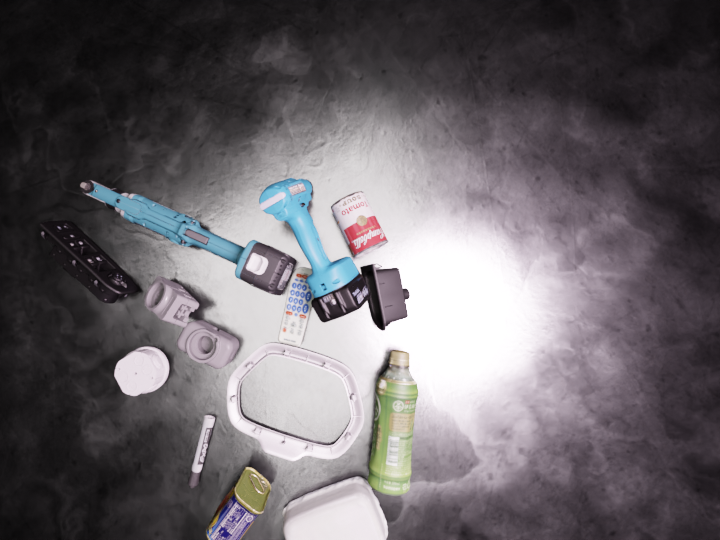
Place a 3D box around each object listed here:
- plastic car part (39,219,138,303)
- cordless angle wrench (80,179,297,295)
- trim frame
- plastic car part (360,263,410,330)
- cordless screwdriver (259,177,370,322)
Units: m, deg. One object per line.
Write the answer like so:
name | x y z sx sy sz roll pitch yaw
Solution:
plastic car part | -0.502 -0.009 0.773 0.205 0.065 0.067 36 96 6
cordless angle wrench | -0.323 -0.074 0.764 0.431 0.096 0.074 24 86 9
trim frame | -0.115 0.233 0.744 0.250 0.027 0.184 17 85 3
plastic car part | 0.050 0.040 0.746 0.069 0.067 0.117 -14 87 -15
cordless screwdriver | -0.072 -0.047 0.733 0.076 0.157 0.246 -26 97 23
